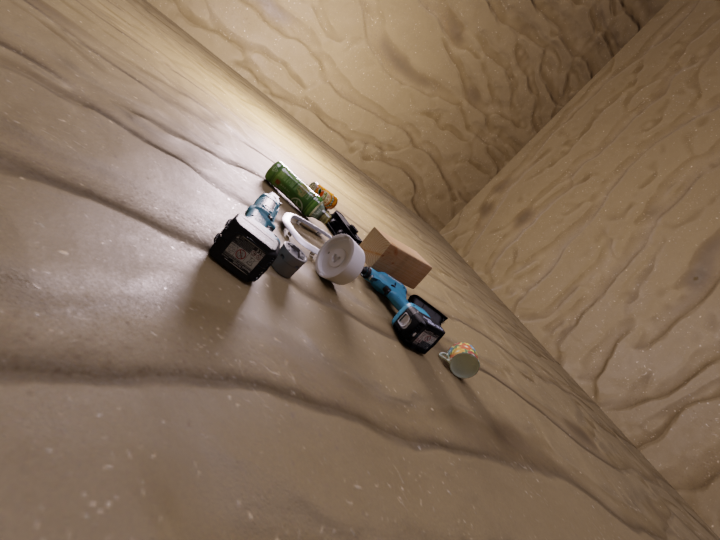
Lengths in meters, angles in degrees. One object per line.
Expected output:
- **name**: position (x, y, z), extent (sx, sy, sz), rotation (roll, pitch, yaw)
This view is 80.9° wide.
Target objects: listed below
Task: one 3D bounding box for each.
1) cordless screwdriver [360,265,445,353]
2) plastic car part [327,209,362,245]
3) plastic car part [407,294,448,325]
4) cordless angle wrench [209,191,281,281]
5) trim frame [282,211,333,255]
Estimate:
- **cordless screwdriver**: position (0.090, 0.082, 1.043), extent (0.151, 0.074, 0.261), rotation (32, 15, -32)
- **plastic car part**: position (-0.048, -0.116, 1.271), extent (0.063, 0.067, 0.214), rotation (16, 27, -44)
- **plastic car part**: position (0.170, 0.128, 1.148), extent (0.116, 0.066, 0.071), rotation (38, 30, -3)
- **cordless angle wrench**: position (-0.202, -0.105, 0.853), extent (0.095, 0.074, 0.433), rotation (38, 14, -17)
- **trim frame**: position (-0.104, -0.068, 1.066), extent (0.234, 0.028, 0.194), rotation (30, 18, -41)
